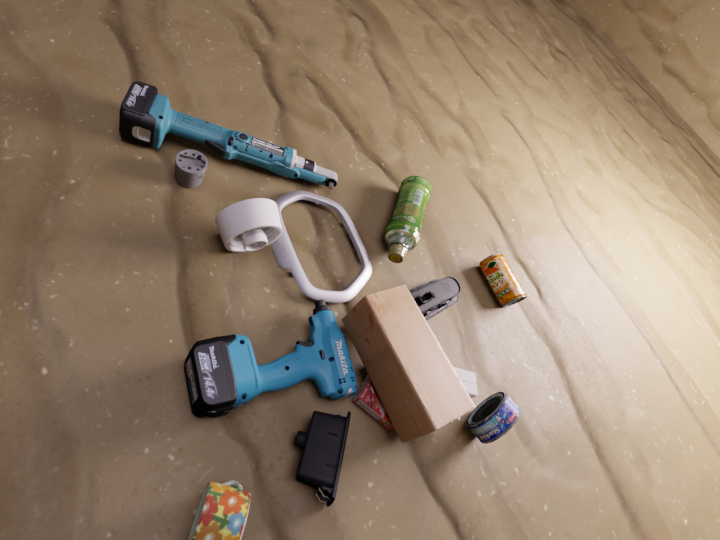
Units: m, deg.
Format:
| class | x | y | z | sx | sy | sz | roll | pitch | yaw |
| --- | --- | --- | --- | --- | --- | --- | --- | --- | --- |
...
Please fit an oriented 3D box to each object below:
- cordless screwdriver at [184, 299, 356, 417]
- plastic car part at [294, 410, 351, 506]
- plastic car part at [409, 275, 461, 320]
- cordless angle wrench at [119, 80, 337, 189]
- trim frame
| class | x | y | z | sx | sy | sz | roll | pitch | yaw |
| --- | --- | --- | --- | --- | --- | --- | --- | --- | --- |
| cordless screwdriver | -0.130 | 0.123 | 0.630 | 0.239 | 0.075 | 0.165 | -1 | 59 | -30 |
| plastic car part | -0.058 | 0.251 | 0.589 | 0.071 | 0.065 | 0.119 | 12 | 51 | -2 |
| plastic car part | 0.117 | 0.055 | 0.794 | 0.196 | 0.067 | 0.069 | -20 | 63 | -36 |
| cordless angle wrench | -0.238 | -0.242 | 0.828 | 0.410 | 0.075 | 0.100 | 15 | 54 | -18 |
| trim frame | -0.078 | -0.051 | 0.798 | 0.177 | 0.028 | 0.257 | -12 | 66 | -31 |
